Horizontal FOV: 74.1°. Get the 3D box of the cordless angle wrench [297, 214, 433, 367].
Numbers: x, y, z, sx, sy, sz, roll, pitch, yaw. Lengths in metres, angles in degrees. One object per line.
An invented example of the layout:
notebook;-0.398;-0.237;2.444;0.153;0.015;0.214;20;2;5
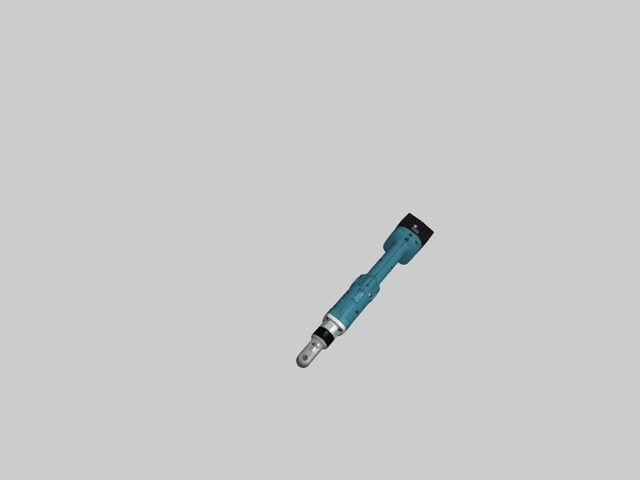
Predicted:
cordless angle wrench;0.093;0.104;0.898;0.421;0.074;0.098;-44;-11;-29
